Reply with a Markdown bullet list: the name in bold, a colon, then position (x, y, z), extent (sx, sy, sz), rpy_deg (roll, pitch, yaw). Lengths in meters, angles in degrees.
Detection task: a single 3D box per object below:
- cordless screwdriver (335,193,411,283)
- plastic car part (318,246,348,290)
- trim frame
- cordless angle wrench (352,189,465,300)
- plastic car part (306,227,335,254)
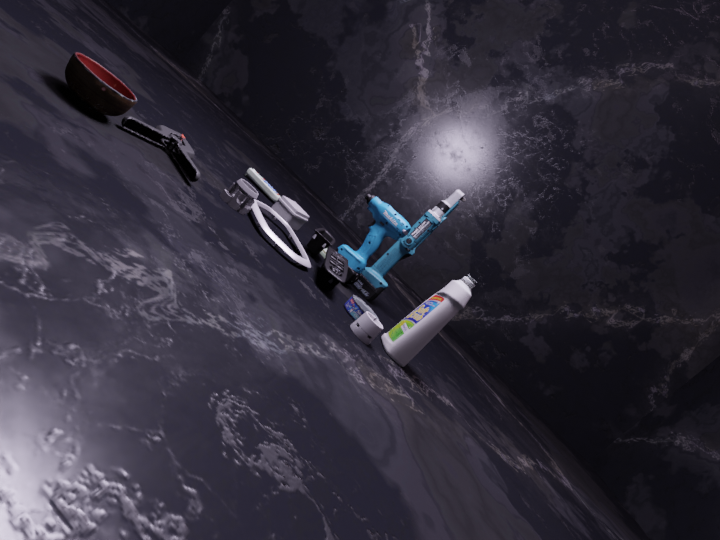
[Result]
- **cordless screwdriver**: position (0.003, -0.089, 1.199), extent (0.165, 0.249, 0.071), rpy_deg (48, 9, 19)
- **plastic car part**: position (-0.071, -0.002, 1.027), extent (0.065, 0.067, 0.206), rpy_deg (43, 7, -11)
- **trim frame**: position (-0.194, -0.091, 1.017), extent (0.174, 0.027, 0.262), rpy_deg (38, 10, -41)
- **cordless angle wrench**: position (0.147, -0.084, 1.271), extent (0.100, 0.424, 0.073), rpy_deg (46, 8, 9)
- **plastic car part**: position (-0.116, -0.076, 1.185), extent (0.066, 0.071, 0.116), rpy_deg (44, 8, -2)
